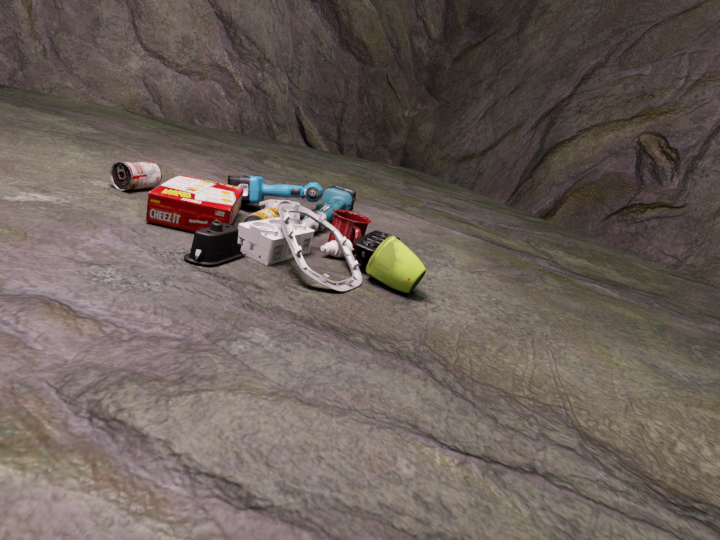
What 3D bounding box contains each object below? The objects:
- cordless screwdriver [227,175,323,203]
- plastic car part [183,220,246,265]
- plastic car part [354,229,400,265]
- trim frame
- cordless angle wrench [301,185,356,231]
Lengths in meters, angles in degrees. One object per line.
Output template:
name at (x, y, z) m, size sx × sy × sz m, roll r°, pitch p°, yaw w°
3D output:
cordless screwdriver at (-0.223, -0.208, 1.106) m, size 0.248 × 0.073 × 0.161 m, roll 2°, pitch 11°, yaw -2°
plastic car part at (-0.260, -0.055, 0.764) m, size 0.068 × 0.070 × 0.114 m, roll 19°, pitch 16°, yaw 15°
plastic car part at (0.029, -0.049, 0.949) m, size 0.068 × 0.067 × 0.198 m, roll 27°, pitch 15°, yaw 11°
trim frame at (-0.082, -0.054, 0.839) m, size 0.175 × 0.028 × 0.260 m, roll 16°, pitch 36°, yaw -35°
cordless angle wrench at (-0.097, -0.164, 1.187) m, size 0.099 × 0.073 × 0.422 m, roll 16°, pitch 22°, yaw 5°
